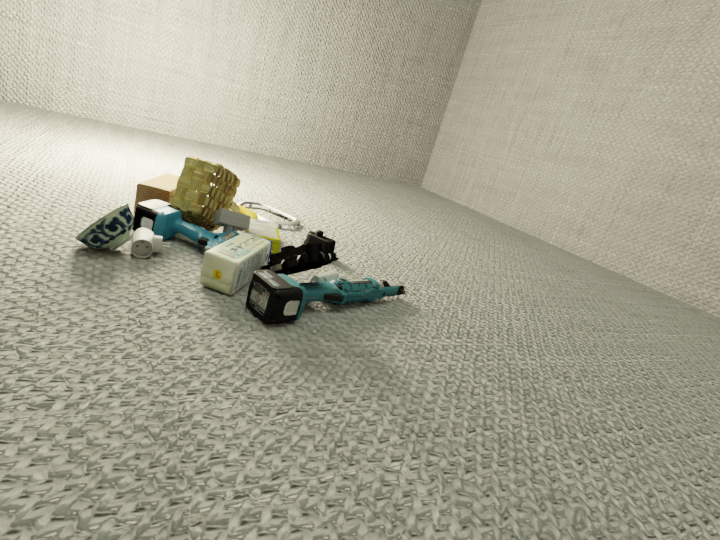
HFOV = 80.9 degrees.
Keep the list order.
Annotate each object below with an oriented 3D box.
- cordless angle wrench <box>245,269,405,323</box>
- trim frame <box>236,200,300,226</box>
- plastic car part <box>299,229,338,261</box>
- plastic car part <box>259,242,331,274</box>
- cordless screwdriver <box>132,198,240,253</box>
[{"bbox_3d":[-0.045,0.046,0.913,0.403,0.074,0.104,-1,24,-45],"label":"cordless angle wrench"},{"bbox_3d":[-0.321,-0.194,1.455,0.261,0.027,0.177,23,21,28],"label":"trim frame"},{"bbox_3d":[-0.118,-0.077,1.203,0.122,0.070,0.063,27,19,24],"label":"plastic car part"},{"bbox_3d":[-0.140,-0.021,0.897,0.063,0.068,0.212,11,-13,-43],"label":"plastic car part"},{"bbox_3d":[-0.419,-0.087,1.003,0.250,0.074,0.160,20,19,2],"label":"cordless screwdriver"}]
